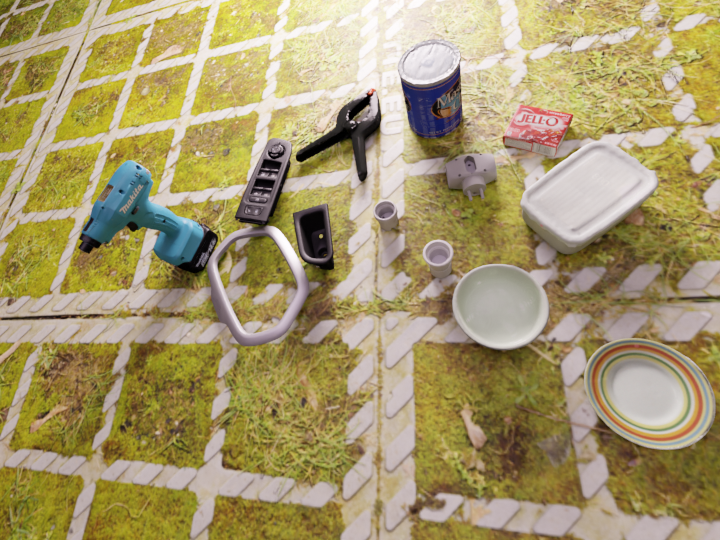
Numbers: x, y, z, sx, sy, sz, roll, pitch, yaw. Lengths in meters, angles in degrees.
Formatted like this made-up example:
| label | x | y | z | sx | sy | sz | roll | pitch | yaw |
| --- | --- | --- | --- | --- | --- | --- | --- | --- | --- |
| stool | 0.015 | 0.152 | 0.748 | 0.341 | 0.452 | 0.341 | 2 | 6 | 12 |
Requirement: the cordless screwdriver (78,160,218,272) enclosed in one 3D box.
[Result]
| label | x | y | z | sx | sy | sz | roll | pitch | yaw |
| --- | --- | --- | --- | --- | --- | --- | --- | --- | --- |
| cordless screwdriver | -0.369 | -0.062 | 0.751 | 0.077 | 0.237 | 0.160 | 19 | 73 | 22 |

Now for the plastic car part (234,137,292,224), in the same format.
| label | x | y | z | sx | sy | sz | roll | pitch | yaw |
| --- | --- | --- | --- | --- | --- | --- | --- | --- | --- |
| plastic car part | -0.178 | -0.172 | 0.837 | 0.069 | 0.064 | 0.205 | 5 | 68 | 19 |

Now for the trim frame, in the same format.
| label | x | y | z | sx | sy | sz | roll | pitch | yaw |
| --- | --- | --- | --- | --- | --- | --- | --- | --- | --- |
| trim frame | -0.195 | 0.020 | 0.774 | 0.184 | 0.026 | 0.260 | -35 | 60 | 1 |

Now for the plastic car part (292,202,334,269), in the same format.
| label | x | y | z | sx | sy | sz | roll | pitch | yaw |
| --- | --- | --- | --- | --- | --- | --- | --- | --- | --- |
| plastic car part | -0.072 | -0.047 | 0.740 | 0.067 | 0.068 | 0.120 | -16 | 62 | 10 |
